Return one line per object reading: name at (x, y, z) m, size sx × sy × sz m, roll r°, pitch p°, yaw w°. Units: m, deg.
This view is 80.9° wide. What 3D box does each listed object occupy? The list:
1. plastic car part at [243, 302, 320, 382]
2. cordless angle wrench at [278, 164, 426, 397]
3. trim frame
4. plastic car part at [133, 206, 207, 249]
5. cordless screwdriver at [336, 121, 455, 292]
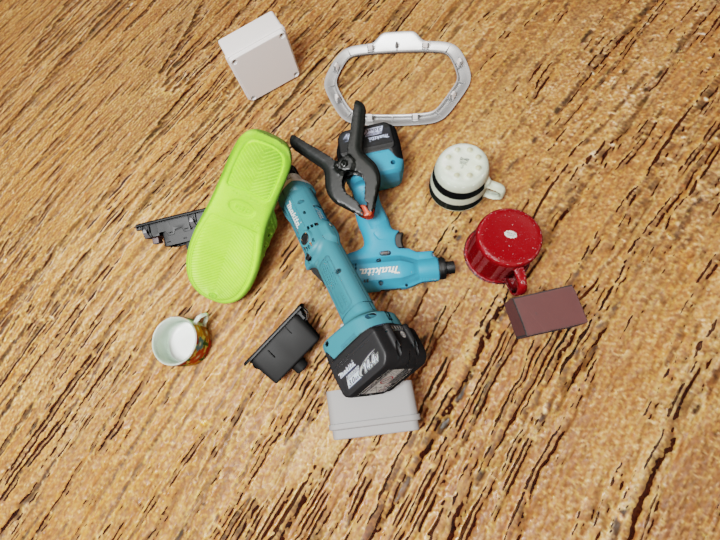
plastic car part at (-0.102, 0.111, 0.608) m, size 0.071 × 0.065 × 0.116 m, roll 40°, pitch 87°, yaw 2°
cordless angle wrench at (-0.058, -0.038, 0.595) m, size 0.098 × 0.070 × 0.443 m, roll -50°, pitch 50°, yaw 29°
trim frame at (0.059, -0.330, 0.726) m, size 0.254 × 0.026 × 0.187 m, roll 3°, pitch 73°, yaw 14°
plastic car part at (-0.258, -0.074, 0.690) m, size 0.204 × 0.065 × 0.068 m, roll -17°, pitch 82°, yaw 5°
cordless screwdriver at (0.045, -0.094, 0.634) m, size 0.161 × 0.072 × 0.253 m, roll -6°, pitch 76°, yaw 8°
